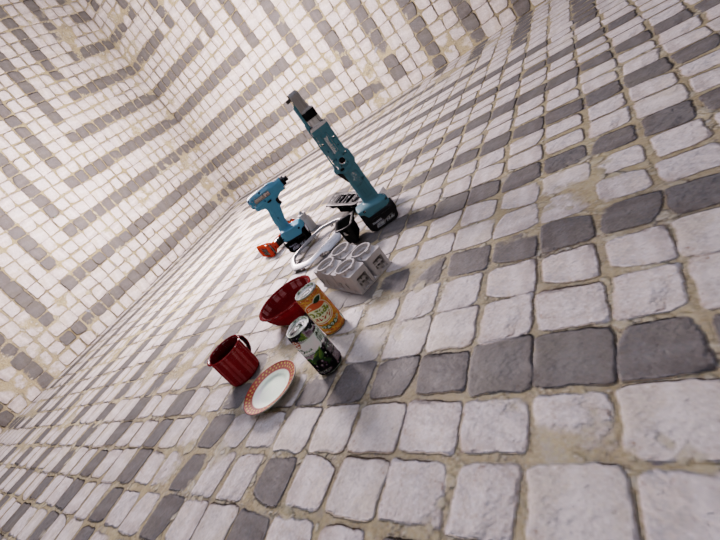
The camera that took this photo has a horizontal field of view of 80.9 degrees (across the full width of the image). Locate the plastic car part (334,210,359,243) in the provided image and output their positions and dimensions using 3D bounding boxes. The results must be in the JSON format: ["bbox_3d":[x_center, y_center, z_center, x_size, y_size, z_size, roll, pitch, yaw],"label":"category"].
[{"bbox_3d":[-0.029,-0.110,1.184,0.067,0.068,0.119,-33,22,15],"label":"plastic car part"}]

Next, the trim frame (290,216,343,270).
[{"bbox_3d":[-0.131,-0.086,1.343,0.247,0.026,0.192,-49,25,-24],"label":"trim frame"}]

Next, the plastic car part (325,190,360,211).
[{"bbox_3d":[-0.038,-0.224,1.412,0.066,0.065,0.212,-46,24,-20],"label":"plastic car part"}]

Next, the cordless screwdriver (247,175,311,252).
[{"bbox_3d":[-0.253,-0.194,1.449,0.160,0.241,0.076,-34,19,10],"label":"cordless screwdriver"}]

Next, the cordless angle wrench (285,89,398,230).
[{"bbox_3d":[-0.051,-0.292,1.116,0.098,0.409,0.076,-35,18,9],"label":"cordless angle wrench"}]
